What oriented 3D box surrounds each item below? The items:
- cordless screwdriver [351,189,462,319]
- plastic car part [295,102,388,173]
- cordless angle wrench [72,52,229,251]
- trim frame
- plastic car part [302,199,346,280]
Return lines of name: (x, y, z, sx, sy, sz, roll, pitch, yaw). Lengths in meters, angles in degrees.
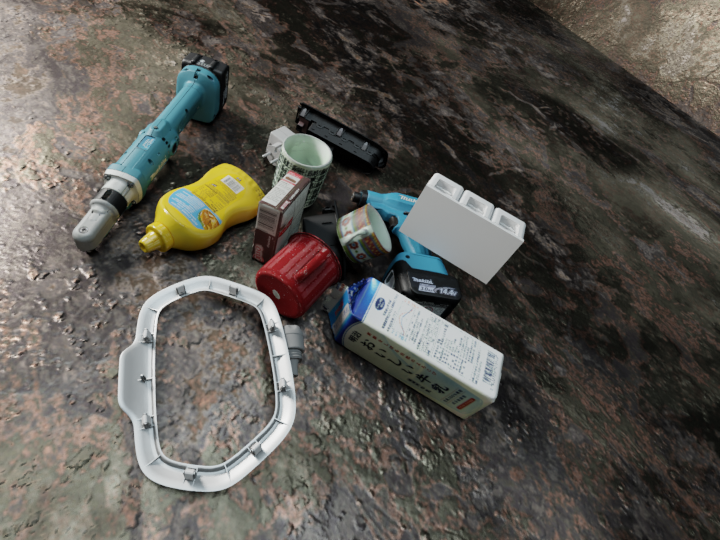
cordless screwdriver: (0.063, -0.038, 0.678, 0.156, 0.074, 0.256, 12, 44, -13)
plastic car part: (-0.041, -0.247, 0.820, 0.203, 0.066, 0.067, 25, 57, 0)
cordless angle wrench: (-0.312, -0.197, 0.652, 0.074, 0.097, 0.431, 17, 51, -7)
trim frame: (-0.171, 0.108, 0.475, 0.180, 0.027, 0.259, -8, 56, -14)
plastic car part: (-0.063, -0.041, 0.643, 0.070, 0.064, 0.120, -3, 56, -7)
